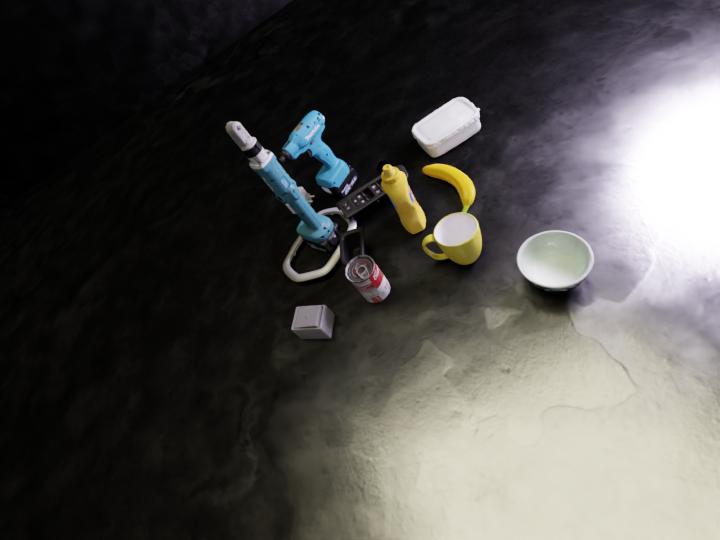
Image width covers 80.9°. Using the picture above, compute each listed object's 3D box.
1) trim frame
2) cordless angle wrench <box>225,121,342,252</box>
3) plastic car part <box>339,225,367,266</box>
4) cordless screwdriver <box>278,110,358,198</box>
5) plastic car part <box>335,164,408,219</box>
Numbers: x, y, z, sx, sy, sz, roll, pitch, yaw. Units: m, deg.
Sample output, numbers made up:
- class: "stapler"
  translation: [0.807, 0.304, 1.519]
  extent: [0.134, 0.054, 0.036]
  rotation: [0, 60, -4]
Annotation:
- class: "trim frame"
  translation: [-0.111, -0.072, 1.134]
  extent: [0.194, 0.026, 0.249]
  rotation: [14, 66, 37]
- class: "cordless angle wrench"
  translation: [-0.177, -0.190, 1.002]
  extent: [0.103, 0.400, 0.074]
  rotation: [18, 68, 38]
- class: "plastic car part"
  translation: [-0.009, -0.037, 1.017]
  extent: [0.067, 0.067, 0.120]
  rotation: [-18, 50, 19]
- class: "cordless screwdriver"
  translation: [-0.114, -0.288, 1.148]
  extent: [0.079, 0.235, 0.159]
  rotation: [25, 72, 40]
- class: "plastic car part"
  translation: [0.041, -0.196, 1.105]
  extent: [0.203, 0.063, 0.070]
  rotation: [-35, 47, 4]
